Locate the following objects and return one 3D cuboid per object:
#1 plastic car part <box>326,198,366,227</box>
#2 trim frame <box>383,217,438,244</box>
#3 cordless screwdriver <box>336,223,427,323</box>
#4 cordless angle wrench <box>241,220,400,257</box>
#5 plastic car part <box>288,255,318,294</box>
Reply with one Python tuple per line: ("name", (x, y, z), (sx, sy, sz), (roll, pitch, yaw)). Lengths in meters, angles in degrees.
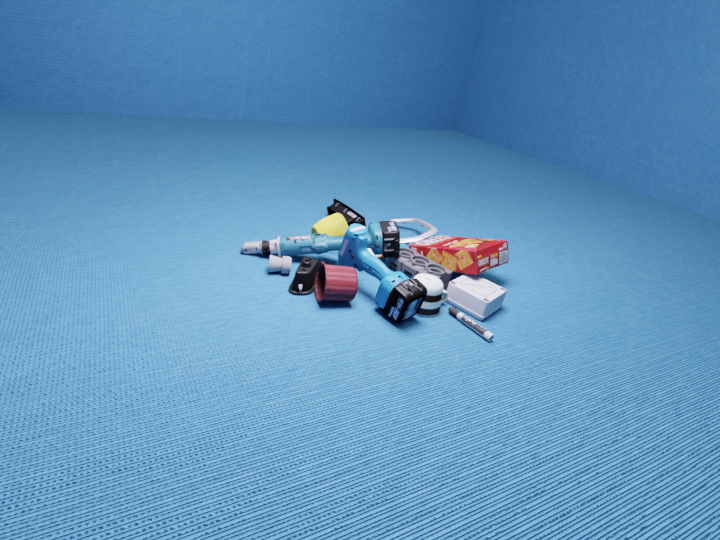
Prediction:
("plastic car part", (-0.054, -0.178, 1.417), (0.066, 0.063, 0.214), (-28, 40, -13))
("trim frame", (0.135, -0.127, 1.346), (0.182, 0.027, 0.258), (-13, 24, -10))
("cordless screwdriver", (0.031, 0.021, 1.008), (0.072, 0.157, 0.261), (-16, 52, -38))
("cordless angle wrench", (-0.111, -0.073, 1.137), (0.425, 0.072, 0.100), (-4, 28, 2))
("plastic car part", (-0.133, 0.004, 1.034), (0.067, 0.070, 0.117), (12, 24, 6))
